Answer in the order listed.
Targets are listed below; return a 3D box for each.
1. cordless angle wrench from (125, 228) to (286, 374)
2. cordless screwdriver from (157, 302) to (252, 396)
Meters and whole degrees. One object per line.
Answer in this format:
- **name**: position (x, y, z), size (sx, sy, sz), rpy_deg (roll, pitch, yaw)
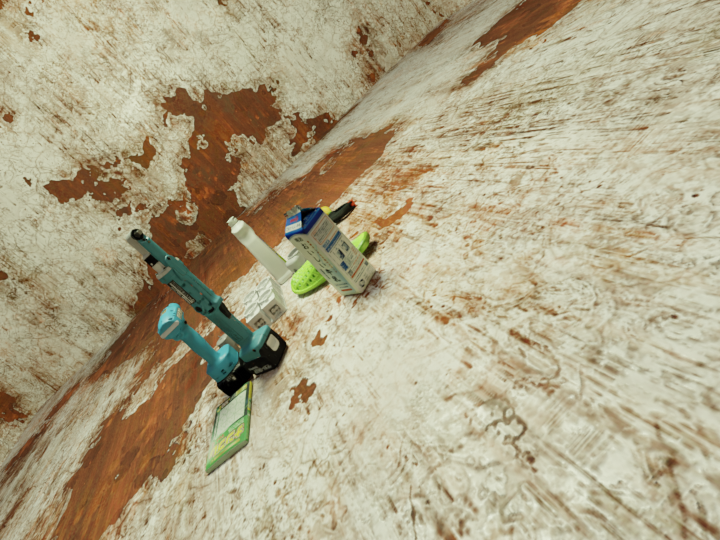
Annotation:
- **cordless angle wrench**: position (-0.337, 0.066, 0.919), size (0.100, 0.409, 0.075), rpy_deg (-30, 23, 34)
- **cordless screwdriver**: position (-0.371, 0.175, 1.002), size (0.074, 0.240, 0.165), rpy_deg (-45, 20, -5)
